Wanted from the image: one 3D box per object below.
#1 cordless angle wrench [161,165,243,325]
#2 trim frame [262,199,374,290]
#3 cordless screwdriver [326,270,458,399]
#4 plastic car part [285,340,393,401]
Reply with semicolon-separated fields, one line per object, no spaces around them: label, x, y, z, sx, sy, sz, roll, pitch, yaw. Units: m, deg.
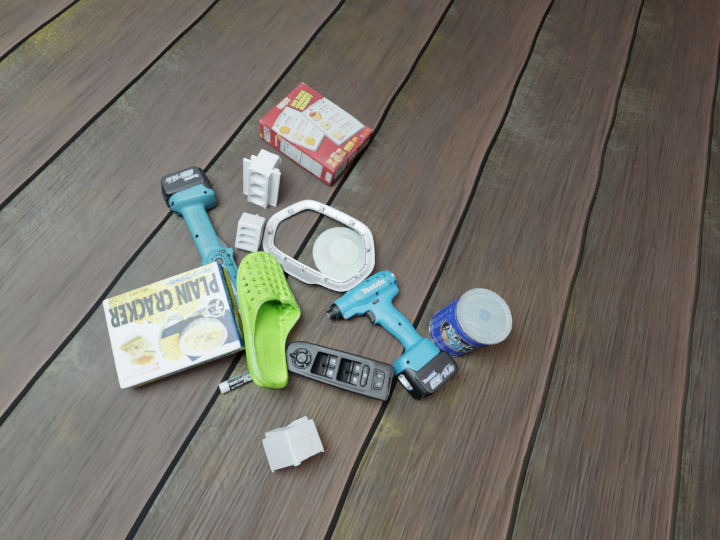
cordless angle wrench;-0.278;-0.011;0.840;0.096;0.074;0.434;-24;74;-19
trim frame;-0.087;-0.057;0.891;0.254;0.027;0.184;27;68;12
cordless screwdriver;0.056;0.132;0.824;0.156;0.073;0.257;-29;70;-19
plastic car part;-0.047;0.182;0.786;0.204;0.066;0.067;16;73;3
